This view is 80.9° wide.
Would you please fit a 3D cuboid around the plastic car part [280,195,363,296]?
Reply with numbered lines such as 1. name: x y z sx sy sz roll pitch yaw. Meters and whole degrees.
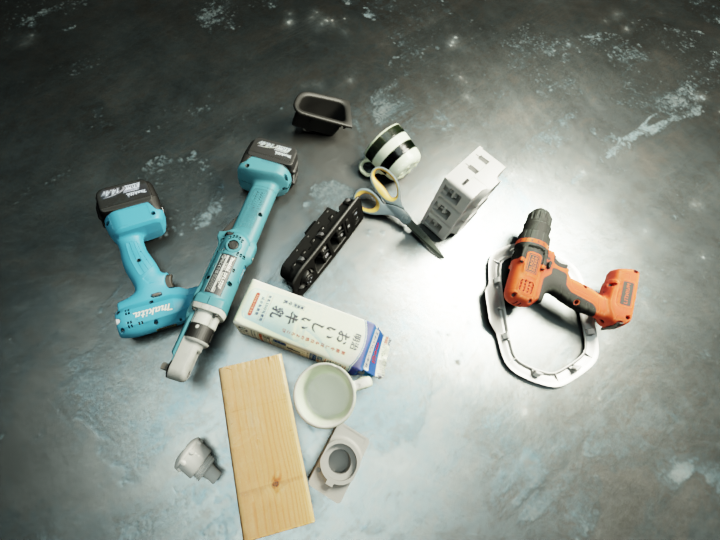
1. plastic car part: -0.070 -0.046 0.720 0.069 0.064 0.203 25 68 15

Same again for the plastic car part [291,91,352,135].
1. plastic car part: -0.083 -0.297 0.821 0.113 0.071 0.067 5 66 -20

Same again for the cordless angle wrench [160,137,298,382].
1. cordless angle wrench: -0.203 -0.031 0.680 0.098 0.073 0.428 15 62 1

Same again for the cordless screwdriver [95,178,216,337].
1. cordless screwdriver: -0.334 -0.027 0.695 0.155 0.074 0.255 -16 72 -21

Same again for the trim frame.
1. trim frame: 0.301 0.065 0.710 0.184 0.027 0.254 1 69 -1
